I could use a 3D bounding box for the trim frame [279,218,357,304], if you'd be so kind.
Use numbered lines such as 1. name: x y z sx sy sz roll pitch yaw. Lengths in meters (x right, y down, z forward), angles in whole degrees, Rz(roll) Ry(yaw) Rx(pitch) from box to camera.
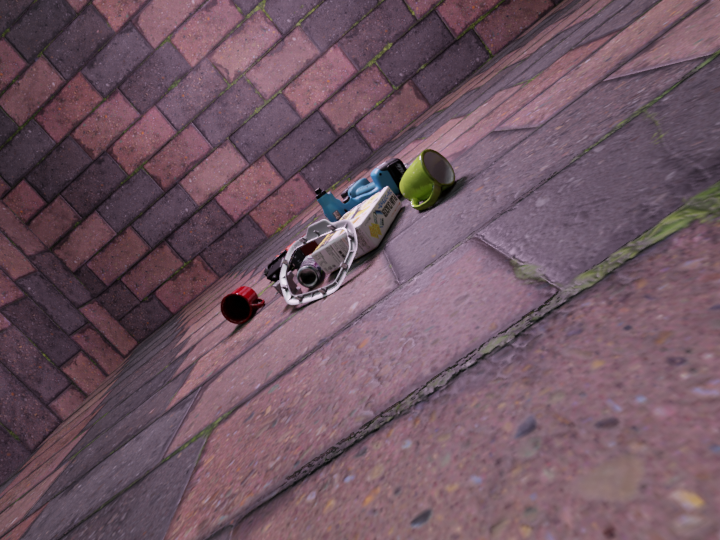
1. trim frame: -0.100 -0.021 0.913 0.257 0.026 0.188 -20 54 42

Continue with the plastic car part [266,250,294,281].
1. plastic car part: -0.262 0.001 1.366 0.119 0.063 0.072 -34 27 36

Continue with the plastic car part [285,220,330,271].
1. plastic car part: -0.124 -0.081 1.273 0.203 0.068 0.065 -40 -14 2

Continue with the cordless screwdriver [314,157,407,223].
1. cordless screwdriver: 0.007 -0.218 1.150 0.249 0.156 0.076 -37 10 1

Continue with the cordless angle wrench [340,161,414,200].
1. cordless angle wrench: 0.079 -0.281 1.337 0.097 0.072 0.438 -46 18 -24
